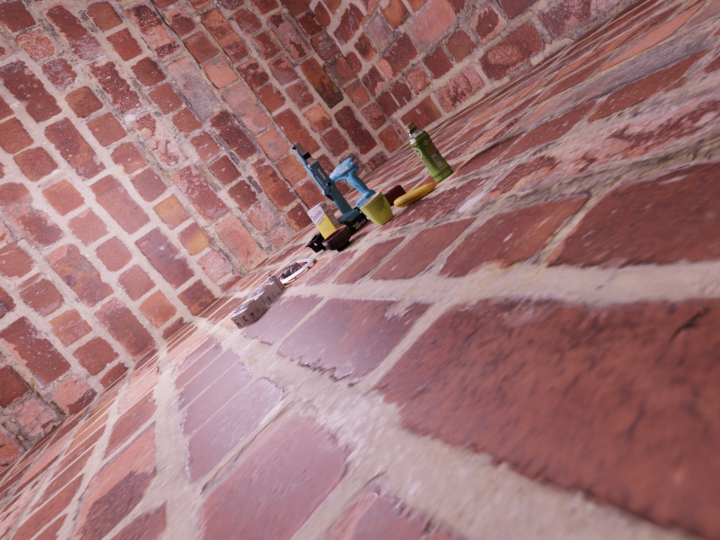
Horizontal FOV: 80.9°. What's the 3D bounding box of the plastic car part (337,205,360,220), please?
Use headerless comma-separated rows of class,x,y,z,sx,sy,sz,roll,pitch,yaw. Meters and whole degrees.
plastic car part,-0.065,-0.220,1.880,0.201,0.066,0.068,-42,12,-22

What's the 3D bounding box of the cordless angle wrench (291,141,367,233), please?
cordless angle wrench,-0.133,-0.336,1.684,0.097,0.417,0.076,-40,8,-21

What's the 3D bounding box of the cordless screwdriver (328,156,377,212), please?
cordless screwdriver,-0.021,-0.340,1.784,0.163,0.245,0.073,-29,11,41

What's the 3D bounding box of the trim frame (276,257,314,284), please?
trim frame,-0.270,0.000,1.746,0.182,0.027,0.256,-42,14,-19

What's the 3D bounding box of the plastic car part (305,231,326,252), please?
plastic car part,-0.176,-0.115,1.803,0.067,0.070,0.116,-31,13,30
